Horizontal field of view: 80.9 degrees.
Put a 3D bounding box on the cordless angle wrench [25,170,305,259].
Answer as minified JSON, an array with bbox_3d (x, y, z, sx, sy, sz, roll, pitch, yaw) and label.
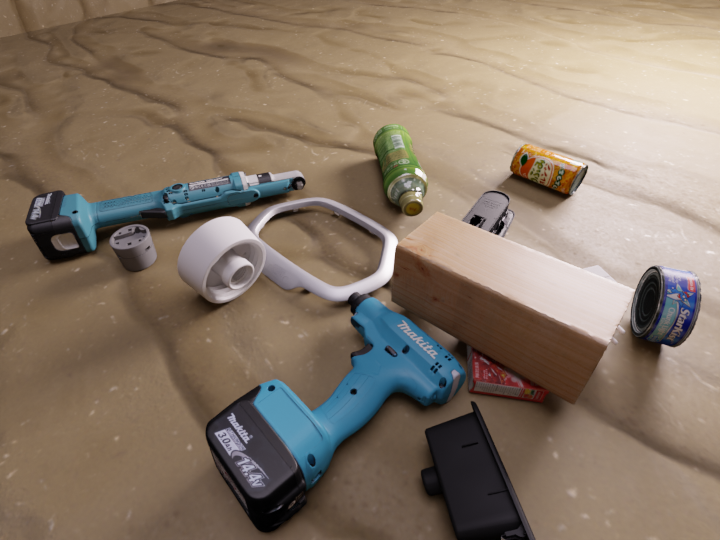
[{"bbox_3d":[-0.296,-0.113,0.694,0.415,0.072,0.103,-14,45,-13],"label":"cordless angle wrench"}]

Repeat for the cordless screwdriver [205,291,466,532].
[{"bbox_3d":[-0.034,0.116,0.428,0.243,0.072,0.168,-27,48,-28],"label":"cordless screwdriver"}]

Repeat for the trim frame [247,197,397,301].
[{"bbox_3d":[-0.061,-0.040,0.625,0.261,0.026,0.181,32,53,30],"label":"trim frame"}]

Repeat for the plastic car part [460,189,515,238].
[{"bbox_3d":[0.161,-0.054,0.599,0.070,0.064,0.200,19,45,30],"label":"plastic car part"}]

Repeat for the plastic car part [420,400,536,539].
[{"bbox_3d":[0.091,0.181,0.362,0.071,0.063,0.122,-20,41,2],"label":"plastic car part"}]
